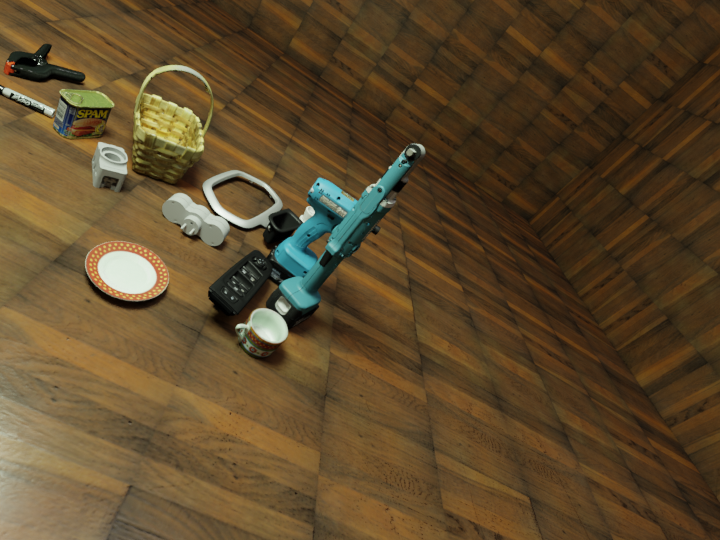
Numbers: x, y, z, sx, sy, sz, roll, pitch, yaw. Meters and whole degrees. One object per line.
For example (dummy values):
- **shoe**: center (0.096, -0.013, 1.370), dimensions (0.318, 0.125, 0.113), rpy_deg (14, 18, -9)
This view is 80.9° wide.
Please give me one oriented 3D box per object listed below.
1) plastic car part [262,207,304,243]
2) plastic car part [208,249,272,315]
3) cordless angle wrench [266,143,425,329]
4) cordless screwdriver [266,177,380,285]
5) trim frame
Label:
- **plastic car part**: center (-0.194, -0.097, 1.005), dimensions (0.067, 0.071, 0.114), rpy_deg (44, 29, 7)
- **plastic car part**: center (-0.224, 0.026, 0.798), dimensions (0.066, 0.067, 0.203), rpy_deg (36, 29, -6)
- **cordless angle wrench**: center (-0.028, -0.055, 0.761), dimensions (0.076, 0.425, 0.095), rpy_deg (48, 30, 11)
- **cordless screwdriver**: center (-0.086, -0.056, 0.881), dimensions (0.157, 0.250, 0.075), rpy_deg (36, 29, -8)
- **trim frame**: center (-0.290, -0.180, 1.064), dimensions (0.185, 0.028, 0.247), rpy_deg (37, 29, -1)
